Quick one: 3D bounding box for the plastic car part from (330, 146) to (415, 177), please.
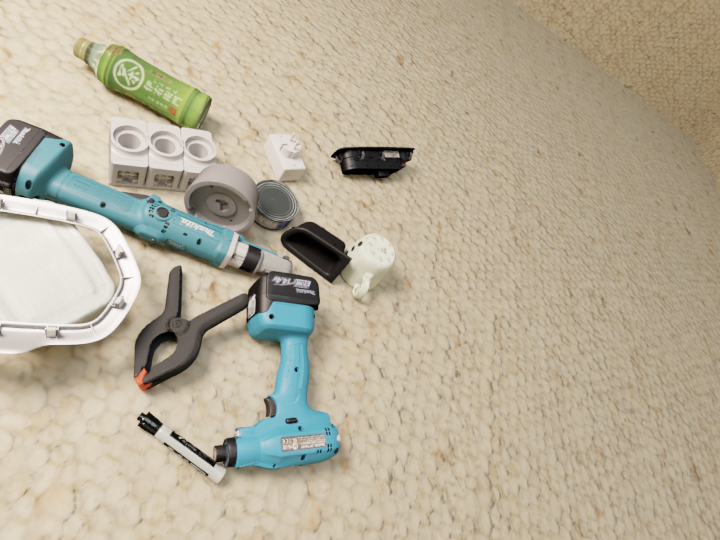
[{"bbox_3d":[0.026,-0.231,0.903,0.194,0.069,0.067,-4,90,-34],"label":"plastic car part"}]

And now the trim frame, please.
[{"bbox_3d":[-0.368,-0.001,0.452,0.238,0.028,0.190,11,57,-27],"label":"trim frame"}]

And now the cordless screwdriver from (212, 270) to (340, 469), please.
[{"bbox_3d":[-0.119,0.128,0.568,0.152,0.075,0.256,5,62,-29],"label":"cordless screwdriver"}]

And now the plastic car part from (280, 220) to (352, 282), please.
[{"bbox_3d":[-0.071,-0.046,0.725,0.116,0.066,0.071,37,34,-2],"label":"plastic car part"}]

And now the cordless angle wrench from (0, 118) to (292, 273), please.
[{"bbox_3d":[-0.288,-0.071,0.602,0.408,0.075,0.100,24,52,-19],"label":"cordless angle wrench"}]
